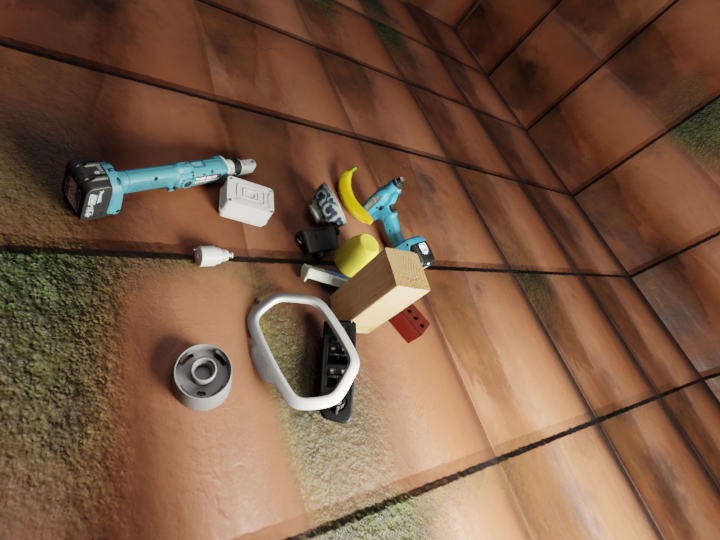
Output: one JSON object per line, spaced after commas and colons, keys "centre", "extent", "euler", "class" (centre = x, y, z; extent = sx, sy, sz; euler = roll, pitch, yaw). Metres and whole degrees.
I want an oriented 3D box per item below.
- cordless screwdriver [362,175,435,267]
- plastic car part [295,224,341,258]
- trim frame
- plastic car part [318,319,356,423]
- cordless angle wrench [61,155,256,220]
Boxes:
{"centre": [0.109, -0.116, 1.123], "extent": [0.071, 0.161, 0.256], "euler": [-11, 67, -44], "class": "cordless screwdriver"}
{"centre": [-0.098, -0.064, 1.001], "extent": [0.112, 0.068, 0.072], "euler": [-16, 83, -41], "class": "plastic car part"}
{"centre": [-0.111, 0.141, 0.793], "extent": [0.179, 0.027, 0.260], "euler": [-20, 59, -27], "class": "trim frame"}
{"centre": [-0.046, 0.195, 0.812], "extent": [0.066, 0.066, 0.209], "euler": [6, 47, -6], "class": "plastic car part"}
{"centre": [-0.373, -0.196, 0.872], "extent": [0.076, 0.099, 0.410], "euler": [50, 38, 9], "class": "cordless angle wrench"}
